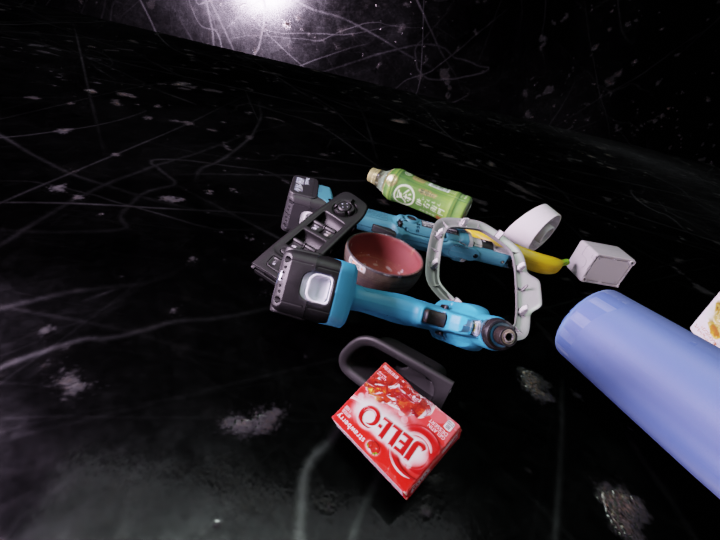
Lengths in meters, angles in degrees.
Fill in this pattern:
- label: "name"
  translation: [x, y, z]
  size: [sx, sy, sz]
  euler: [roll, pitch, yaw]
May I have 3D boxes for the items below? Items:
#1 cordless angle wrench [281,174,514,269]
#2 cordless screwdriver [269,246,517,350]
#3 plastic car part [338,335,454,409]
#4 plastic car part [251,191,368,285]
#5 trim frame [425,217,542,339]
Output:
- label: "cordless angle wrench"
  translation: [0.078, -0.067, 0.731]
  size: [0.419, 0.073, 0.100]
  euler: [14, 31, -5]
- label: "cordless screwdriver"
  translation: [0.029, 0.039, 0.466]
  size: [0.246, 0.074, 0.161]
  euler: [15, -4, -7]
- label: "plastic car part"
  translation: [0.044, 0.106, 0.454]
  size: [0.122, 0.065, 0.068]
  euler: [30, 18, 29]
- label: "plastic car part"
  translation: [-0.059, -0.039, 0.606]
  size: [0.070, 0.064, 0.201]
  euler: [25, 57, 28]
- label: "trim frame"
  translation: [0.189, -0.001, 0.651]
  size: [0.184, 0.027, 0.251]
  euler: [24, 43, -2]
